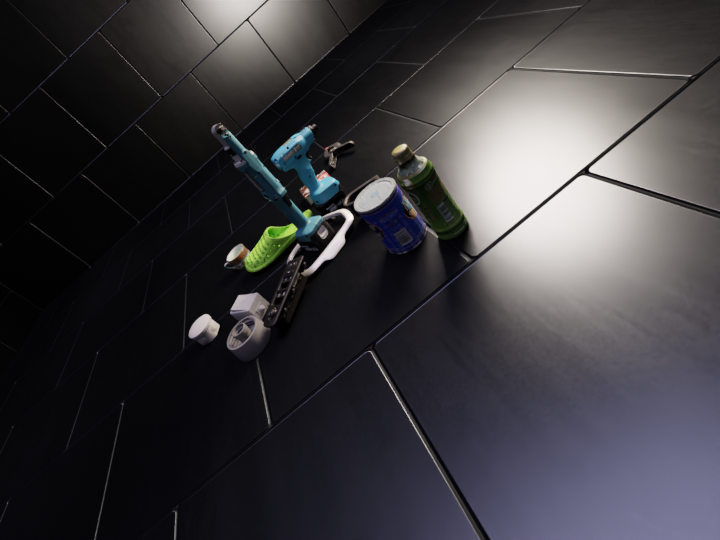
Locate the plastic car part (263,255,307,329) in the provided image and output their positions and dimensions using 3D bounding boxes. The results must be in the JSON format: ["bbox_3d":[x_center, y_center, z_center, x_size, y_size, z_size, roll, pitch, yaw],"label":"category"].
[{"bbox_3d":[-0.180,0.062,1.046,0.069,0.064,0.205,-12,43,40],"label":"plastic car part"}]

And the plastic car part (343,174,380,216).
[{"bbox_3d":[0.019,-0.186,1.116,0.118,0.067,0.068,-34,32,14],"label":"plastic car part"}]

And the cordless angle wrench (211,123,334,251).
[{"bbox_3d":[-0.228,-0.209,1.093,0.103,0.403,0.074,1,51,50],"label":"cordless angle wrench"}]

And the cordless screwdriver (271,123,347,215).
[{"bbox_3d":[-0.126,-0.289,1.229,0.159,0.237,0.078,-44,30,-3],"label":"cordless screwdriver"}]

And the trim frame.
[{"bbox_3d":[-0.114,-0.075,1.167,0.248,0.026,0.194,-52,34,-14],"label":"trim frame"}]
